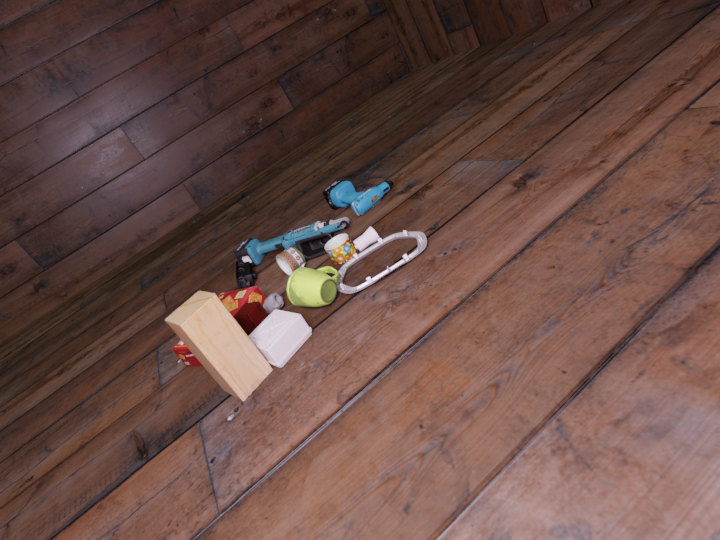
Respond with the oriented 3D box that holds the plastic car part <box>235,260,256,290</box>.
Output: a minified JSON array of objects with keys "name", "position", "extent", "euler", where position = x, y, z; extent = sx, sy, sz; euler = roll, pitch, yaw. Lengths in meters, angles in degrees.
[{"name":"plastic car part","position":[-0.366,0.013,1.340],"extent":[0.066,0.064,0.212],"euler":[-25,24,-11]}]

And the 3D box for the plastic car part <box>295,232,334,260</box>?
[{"name":"plastic car part","position":[-0.122,-0.080,1.251],"extent":[0.119,0.065,0.070],"euler":[-18,13,20]}]

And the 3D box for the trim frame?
[{"name":"trim frame","position":[0.043,-0.026,1.005],"extent":[0.248,0.026,0.191],"euler":[-30,27,-1]}]

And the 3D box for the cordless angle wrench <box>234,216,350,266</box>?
[{"name":"cordless angle wrench","position":[-0.223,-0.103,1.383],"extent":[0.436,0.071,0.099],"euler":[-15,29,27]}]

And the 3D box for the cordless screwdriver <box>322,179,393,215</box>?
[{"name":"cordless screwdriver","position":[-0.011,-0.262,1.429],"extent":[0.157,0.071,0.262],"euler":[-39,30,-16]}]
